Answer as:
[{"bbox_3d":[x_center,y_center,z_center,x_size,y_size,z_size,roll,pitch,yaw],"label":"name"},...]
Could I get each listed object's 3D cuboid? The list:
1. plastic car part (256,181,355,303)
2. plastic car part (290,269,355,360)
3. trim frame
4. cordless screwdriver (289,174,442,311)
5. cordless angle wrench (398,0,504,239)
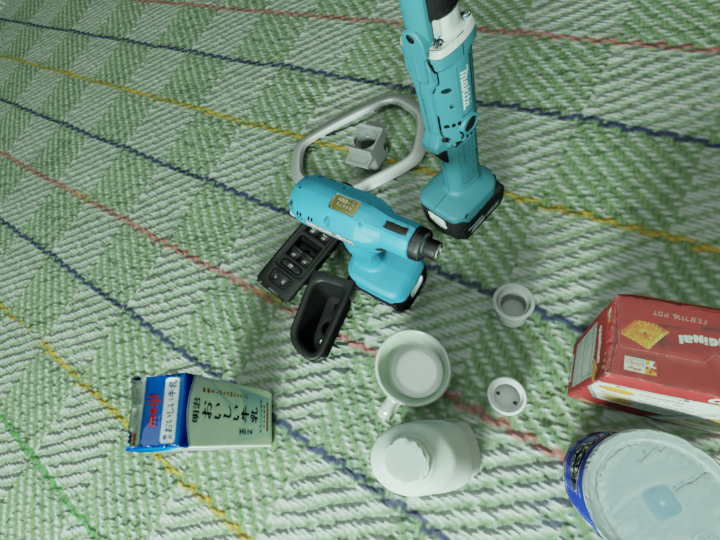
[{"bbox_3d":[-0.063,-0.041,0.641,0.070,0.064,0.203,33,83,28],"label":"plastic car part"},{"bbox_3d":[-0.049,0.069,0.587,0.069,0.067,0.117,14,74,24],"label":"plastic car part"},{"bbox_3d":[-0.003,-0.208,0.709,0.251,0.026,0.191,-26,61,10],"label":"trim frame"},{"bbox_3d":[0.030,-0.015,0.493,0.167,0.237,0.074,26,80,26],"label":"cordless screwdriver"},{"bbox_3d":[0.090,-0.159,0.434,0.098,0.403,0.078,-47,63,-3],"label":"cordless angle wrench"}]
